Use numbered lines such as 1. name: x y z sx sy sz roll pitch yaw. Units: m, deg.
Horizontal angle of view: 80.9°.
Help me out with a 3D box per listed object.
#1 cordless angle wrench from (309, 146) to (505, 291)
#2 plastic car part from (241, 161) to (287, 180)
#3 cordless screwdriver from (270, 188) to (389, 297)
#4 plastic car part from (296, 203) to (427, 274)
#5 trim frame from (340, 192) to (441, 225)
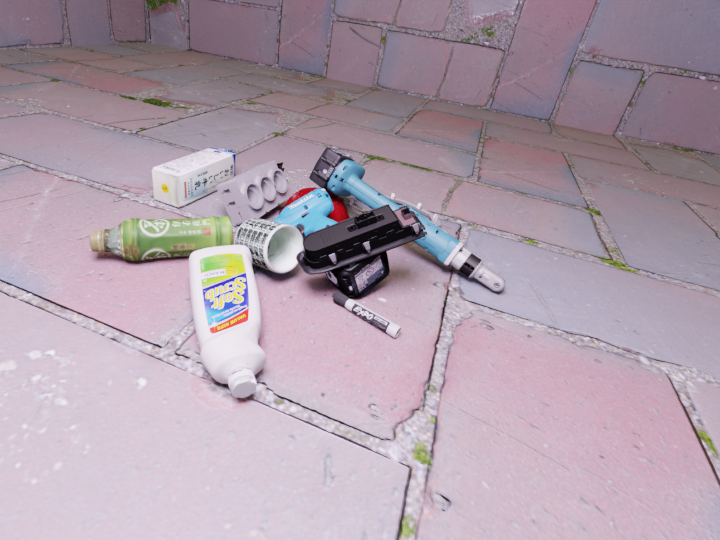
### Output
1. cordless angle wrench: 0.090 -0.095 0.817 0.437 0.074 0.095 37 18 16
2. plastic car part: -0.220 -0.204 1.001 0.113 0.065 0.074 -25 60 -38
3. cordless screwdriver: -0.074 -0.048 0.754 0.157 0.071 0.263 -33 47 -13
4. plastic car part: -0.005 -0.052 0.647 0.203 0.064 0.069 -23 55 0
5. trim frame: 0.070 -0.147 0.969 0.240 0.027 0.193 9 26 -21
